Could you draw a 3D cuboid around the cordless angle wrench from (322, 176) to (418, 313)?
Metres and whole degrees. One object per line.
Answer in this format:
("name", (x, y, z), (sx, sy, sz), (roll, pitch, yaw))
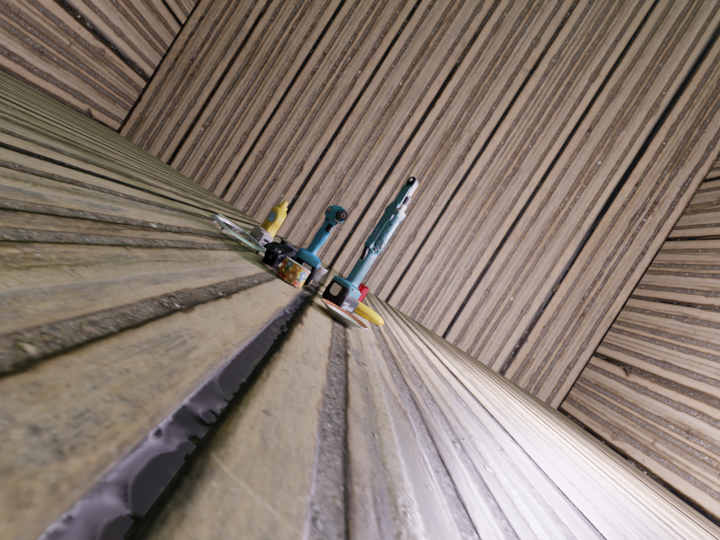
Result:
("cordless angle wrench", (0.043, -0.079, 1.191), (0.078, 0.423, 0.093), (32, 1, 35))

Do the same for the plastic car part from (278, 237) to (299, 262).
("plastic car part", (-0.248, -0.057, 1.438), (0.110, 0.071, 0.070), (32, 1, -41))

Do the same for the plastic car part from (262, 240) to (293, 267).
("plastic car part", (-0.238, -0.045, 1.175), (0.066, 0.067, 0.204), (32, 1, -6))

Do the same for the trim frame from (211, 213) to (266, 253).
("trim frame", (-0.377, -0.110, 1.319), (0.174, 0.027, 0.263), (32, 1, -42))

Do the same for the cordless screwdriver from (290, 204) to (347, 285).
("cordless screwdriver", (-0.119, -0.078, 1.221), (0.072, 0.248, 0.164), (32, 1, -17))
